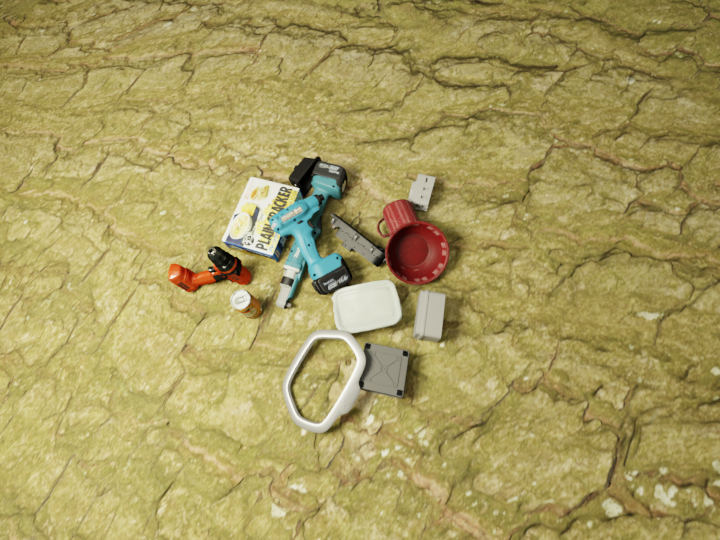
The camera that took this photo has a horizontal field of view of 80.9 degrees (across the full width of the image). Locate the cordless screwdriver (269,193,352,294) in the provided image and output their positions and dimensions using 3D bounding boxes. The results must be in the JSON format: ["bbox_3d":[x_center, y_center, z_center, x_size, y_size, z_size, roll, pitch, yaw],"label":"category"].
[{"bbox_3d":[-0.107,-0.070,1.094,0.157,0.075,0.249,-33,89,-16],"label":"cordless screwdriver"}]

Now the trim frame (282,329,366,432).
[{"bbox_3d":[-0.088,0.257,1.002,0.194,0.026,0.248,29,86,31],"label":"trim frame"}]

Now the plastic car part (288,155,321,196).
[{"bbox_3d":[-0.169,-0.287,1.247,0.074,0.063,0.117,20,69,28],"label":"plastic car part"}]

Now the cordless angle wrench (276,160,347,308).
[{"bbox_3d":[-0.146,-0.097,1.161,0.100,0.072,0.426,16,74,11],"label":"cordless angle wrench"}]

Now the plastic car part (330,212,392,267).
[{"bbox_3d":[-0.006,-0.075,1.132,0.211,0.064,0.067,35,87,19],"label":"plastic car part"}]
